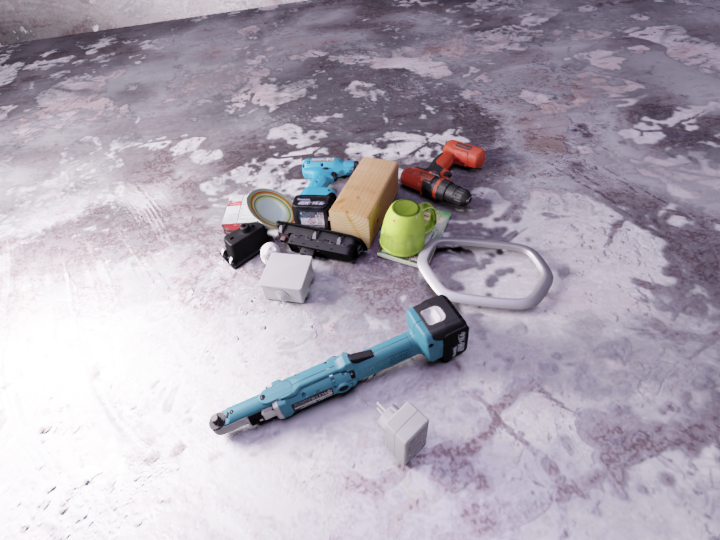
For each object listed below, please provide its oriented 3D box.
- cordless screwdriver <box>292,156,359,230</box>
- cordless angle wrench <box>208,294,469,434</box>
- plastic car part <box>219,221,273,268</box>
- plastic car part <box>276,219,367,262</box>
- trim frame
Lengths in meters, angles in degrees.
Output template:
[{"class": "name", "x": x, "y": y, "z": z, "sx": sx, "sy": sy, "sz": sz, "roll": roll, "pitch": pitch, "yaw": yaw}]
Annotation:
[{"class": "cordless screwdriver", "x": -0.076, "y": -0.197, "z": 1.024, "sx": 0.161, "sy": 0.071, "sz": 0.255, "roll": -1, "pitch": 43, "yaw": 7}, {"class": "cordless angle wrench", "x": -0.035, "y": 0.163, "z": 0.673, "sx": 0.420, "sy": 0.094, "sz": 0.078, "roll": -22, "pitch": 48, "yaw": -7}, {"class": "plastic car part", "x": -0.254, "y": -0.069, "z": 0.932, "sx": 0.115, "sy": 0.068, "sz": 0.070, "roll": -37, "pitch": 54, "yaw": -21}, {"class": "plastic car part", "x": -0.088, "y": -0.058, "z": 0.900, "sx": 0.209, "sy": 0.063, "sz": 0.068, "roll": 8, "pitch": 58, "yaw": 16}, {"class": "trim frame", "x": 0.236, "y": -0.003, "z": 0.812, "sx": 0.253, "sy": 0.026, "sz": 0.188, "roll": 3, "pitch": 49, "yaw": 10}]
